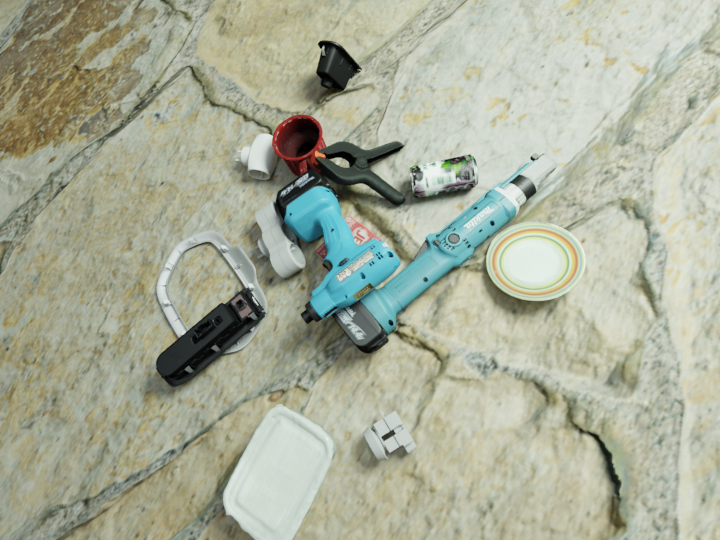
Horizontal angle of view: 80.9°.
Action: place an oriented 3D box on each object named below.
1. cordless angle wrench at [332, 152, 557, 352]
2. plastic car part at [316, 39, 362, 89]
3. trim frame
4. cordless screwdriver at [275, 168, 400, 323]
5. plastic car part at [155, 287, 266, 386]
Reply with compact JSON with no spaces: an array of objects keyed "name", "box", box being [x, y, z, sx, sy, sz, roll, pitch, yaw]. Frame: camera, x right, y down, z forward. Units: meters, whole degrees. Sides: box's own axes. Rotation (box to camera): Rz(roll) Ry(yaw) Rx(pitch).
[{"name":"cordless angle wrench","box":[0.140,-0.039,0.654,0.422,0.071,0.102,-39,66,-3]},{"name":"plastic car part","box":[-0.053,-0.383,0.808,0.068,0.113,0.070,22,102,17]},{"name":"trim frame","box":[-0.271,0.036,0.759,0.184,0.026,0.259,-39,65,-2]},{"name":"cordless screwdriver","box":[-0.065,-0.043,0.665,0.159,0.070,0.262,-38,50,3]},{"name":"plastic car part","box":[-0.253,0.112,0.688,0.203,0.065,0.068,-41,76,1]}]
